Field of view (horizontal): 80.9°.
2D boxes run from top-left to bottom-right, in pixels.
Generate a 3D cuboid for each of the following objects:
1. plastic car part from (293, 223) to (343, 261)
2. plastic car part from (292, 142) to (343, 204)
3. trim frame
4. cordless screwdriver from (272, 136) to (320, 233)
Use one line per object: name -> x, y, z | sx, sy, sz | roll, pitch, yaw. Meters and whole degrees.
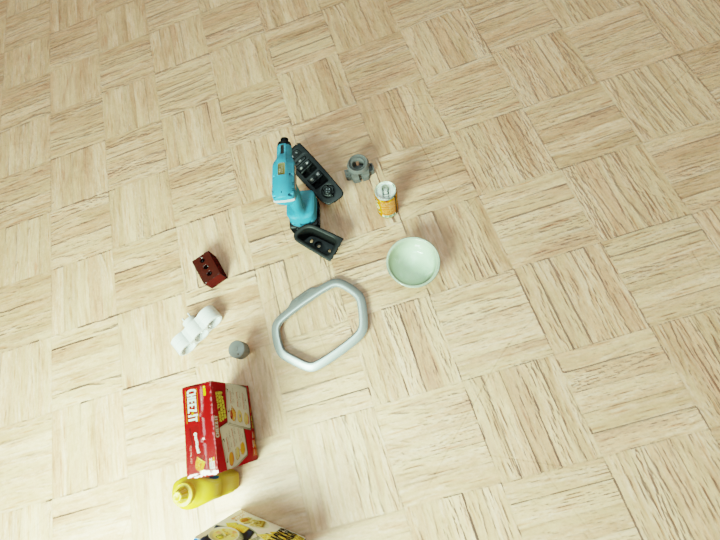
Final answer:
plastic car part -> -0.103, -0.068, 1.058 | 0.121, 0.068, 0.066 | 27, 78, 18
plastic car part -> -0.123, -0.246, 1.129 | 0.066, 0.064, 0.211 | -40, 68, -5
trim frame -> -0.096, 0.126, 1.009 | 0.248, 0.026, 0.191 | -37, 67, -3
cordless screwdriver -> -0.157, -0.195, 1.023 | 0.075, 0.240, 0.163 | -6, 71, 6
